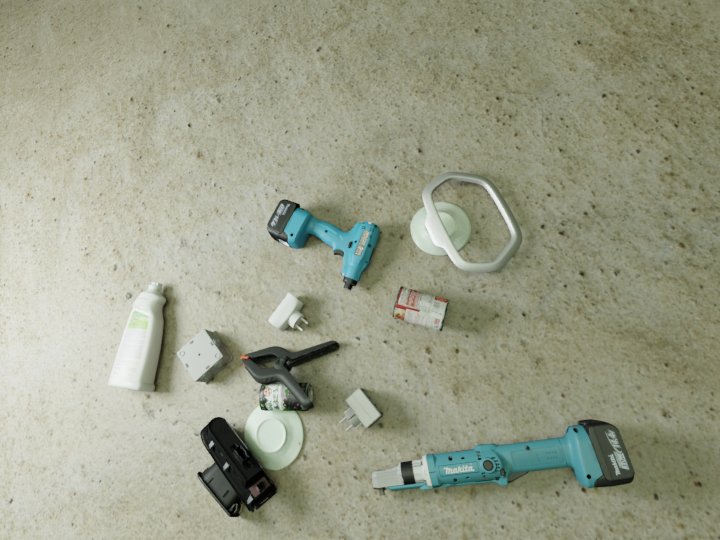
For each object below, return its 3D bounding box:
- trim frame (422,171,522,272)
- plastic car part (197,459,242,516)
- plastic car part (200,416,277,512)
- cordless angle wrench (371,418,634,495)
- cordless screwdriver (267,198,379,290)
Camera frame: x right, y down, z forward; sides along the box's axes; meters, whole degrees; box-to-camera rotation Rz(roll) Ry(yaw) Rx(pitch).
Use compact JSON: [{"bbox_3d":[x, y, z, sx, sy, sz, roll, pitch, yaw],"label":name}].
[{"bbox_3d":[0.235,-0.110,0.912,0.183,0.027,0.256,-19,70,-6],"label":"trim frame"},{"bbox_3d":[-0.270,0.425,0.853,0.122,0.063,0.070,37,68,25],"label":"plastic car part"},{"bbox_3d":[-0.253,0.370,0.845,0.214,0.065,0.064,34,45,32],"label":"plastic car part"},{"bbox_3d":[0.227,0.344,0.748,0.430,0.071,0.100,-13,69,12],"label":"cordless angle wrench"},{"bbox_3d":[-0.095,-0.062,0.972,0.256,0.072,0.160,18,76,15],"label":"cordless screwdriver"}]
